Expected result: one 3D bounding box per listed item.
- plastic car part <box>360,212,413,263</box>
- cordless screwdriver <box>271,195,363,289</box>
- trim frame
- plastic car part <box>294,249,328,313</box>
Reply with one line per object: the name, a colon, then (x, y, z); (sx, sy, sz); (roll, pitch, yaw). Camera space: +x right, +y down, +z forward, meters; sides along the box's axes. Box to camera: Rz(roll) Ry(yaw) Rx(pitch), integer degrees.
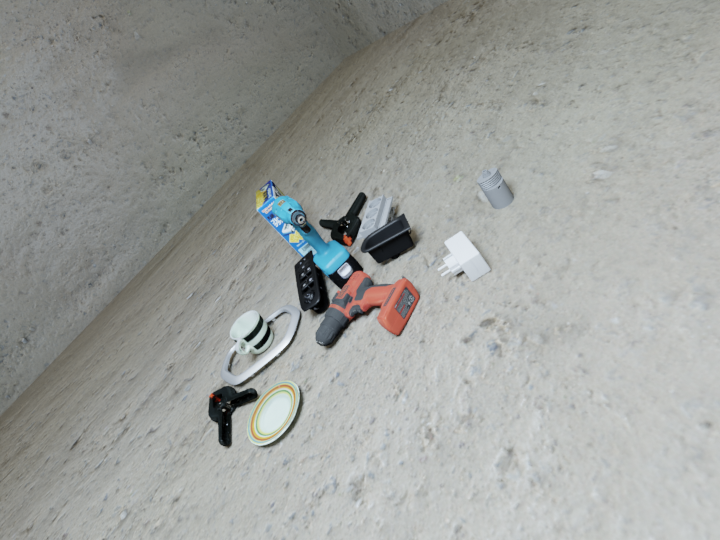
plastic car part: (0.066, -0.058, 0.918); (0.118, 0.068, 0.068); (-33, 29, 17)
cordless screwdriver: (-0.092, -0.060, 0.936); (0.074, 0.238, 0.167); (-44, 27, -5)
trim frame: (-0.242, 0.177, 1.023); (0.249, 0.026, 0.192); (-41, 29, 3)
plastic car part: (-0.117, 0.036, 1.017); (0.067, 0.064, 0.210); (-36, 30, 12)
